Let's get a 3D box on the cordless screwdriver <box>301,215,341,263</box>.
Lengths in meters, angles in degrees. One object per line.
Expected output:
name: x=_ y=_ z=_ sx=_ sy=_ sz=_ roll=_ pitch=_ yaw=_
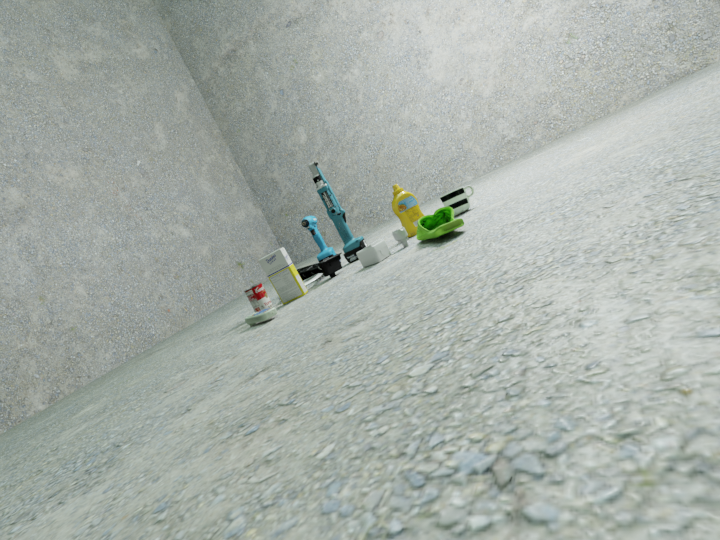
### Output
cordless screwdriver: x=-0.172 y=-0.113 z=1.760 sx=0.075 sy=0.248 sz=0.158 roll=-27 pitch=3 yaw=10

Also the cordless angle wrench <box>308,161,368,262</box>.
cordless angle wrench: x=-0.100 y=-0.236 z=1.671 sx=0.099 sy=0.422 sz=0.073 roll=-27 pitch=1 yaw=15

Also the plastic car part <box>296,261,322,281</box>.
plastic car part: x=-0.214 y=0.012 z=1.758 sx=0.209 sy=0.067 sz=0.064 roll=-21 pitch=7 yaw=45

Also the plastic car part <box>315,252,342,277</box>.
plastic car part: x=-0.107 y=-0.011 z=1.496 sx=0.068 sy=0.070 sz=0.114 roll=-25 pitch=6 yaw=35

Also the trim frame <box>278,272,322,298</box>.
trim frame: x=-0.228 y=0.062 z=1.604 sx=0.186 sy=0.027 sz=0.248 roll=-26 pitch=7 yaw=7
